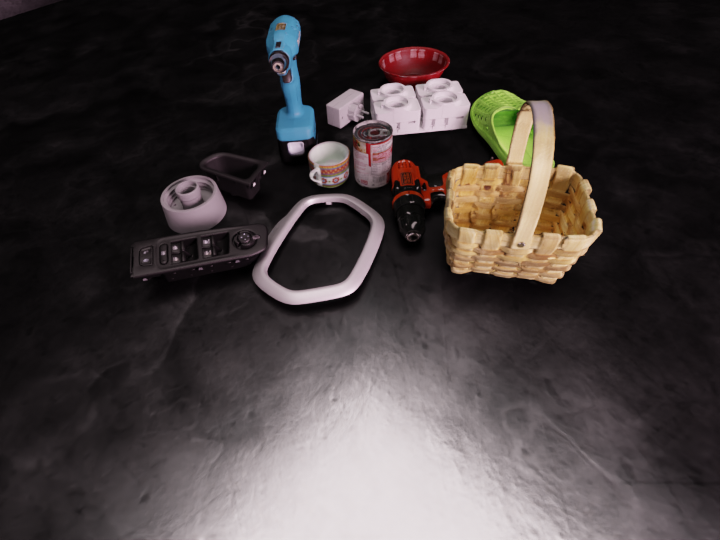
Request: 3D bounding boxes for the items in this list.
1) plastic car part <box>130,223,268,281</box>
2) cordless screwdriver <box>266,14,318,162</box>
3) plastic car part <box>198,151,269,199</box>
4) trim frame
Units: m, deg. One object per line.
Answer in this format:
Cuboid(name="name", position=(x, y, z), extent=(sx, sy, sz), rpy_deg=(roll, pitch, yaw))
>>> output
Cuboid(name="plastic car part", position=(-0.236, -0.021, 0.641), extent=(0.201, 0.064, 0.069), rpy_deg=(-14, 49, -6))
Cuboid(name="cordless screwdriver", position=(-0.124, -0.302, 0.757), extent=(0.075, 0.240, 0.164), rpy_deg=(-2, 49, 0))
Cuboid(name="plastic car part", position=(-0.226, -0.165, 0.764), extent=(0.121, 0.068, 0.066), rpy_deg=(16, 52, 19))
Cuboid(name="trim frame", position=(-0.065, -0.043, 0.665), extent=(0.190, 0.026, 0.250), rpy_deg=(11, 51, 16))
